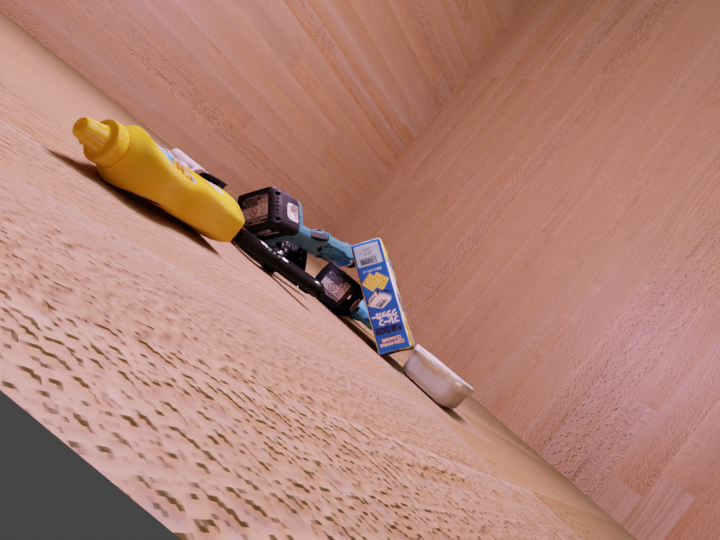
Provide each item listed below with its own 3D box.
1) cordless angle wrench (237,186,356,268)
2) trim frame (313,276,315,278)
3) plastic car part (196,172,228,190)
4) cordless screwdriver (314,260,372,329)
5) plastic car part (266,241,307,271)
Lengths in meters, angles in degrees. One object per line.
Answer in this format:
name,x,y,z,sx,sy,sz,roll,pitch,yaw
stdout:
cordless angle wrench,-0.084,-0.055,0.858,0.101,0.076,0.401,-10,-16,25
trim frame,-0.166,-0.016,1.011,0.184,0.027,0.249,41,-4,-2
plastic car part,-0.242,-0.108,0.676,0.123,0.065,0.067,33,-21,51
cordless screwdriver,-0.021,0.072,0.941,0.164,0.074,0.241,40,-6,15
plastic car part,-0.183,-0.064,0.825,0.070,0.067,0.191,-8,-34,31
